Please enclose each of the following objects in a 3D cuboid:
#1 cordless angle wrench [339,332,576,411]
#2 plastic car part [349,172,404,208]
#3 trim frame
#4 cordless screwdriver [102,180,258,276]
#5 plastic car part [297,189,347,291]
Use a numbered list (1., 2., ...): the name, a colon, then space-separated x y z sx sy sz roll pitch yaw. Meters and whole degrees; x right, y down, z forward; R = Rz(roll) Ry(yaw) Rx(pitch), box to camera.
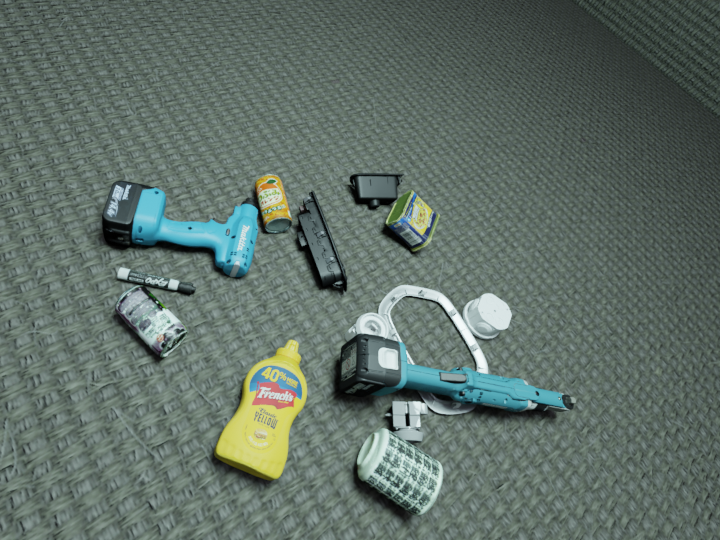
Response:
1. cordless angle wrench: 0.173 0.188 0.692 0.411 0.098 0.076 15 56 -16
2. plastic car part: 0.033 -0.170 0.916 0.113 0.067 0.072 -5 76 -20
3. trim frame: 0.134 0.134 0.771 0.179 0.027 0.257 -17 68 -27
4. cordless screwdriver: -0.301 -0.091 0.735 0.242 0.074 0.163 15 55 -16
5. plastic car part: -0.078 -0.051 0.793 0.065 0.065 0.210 -18 66 -19
